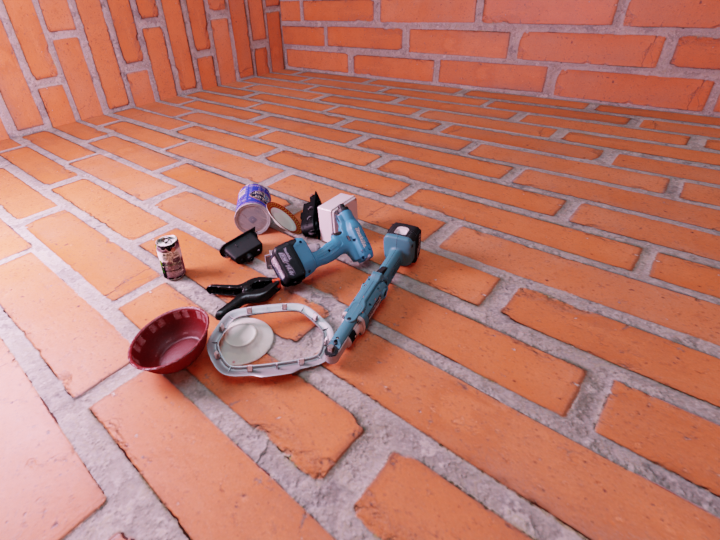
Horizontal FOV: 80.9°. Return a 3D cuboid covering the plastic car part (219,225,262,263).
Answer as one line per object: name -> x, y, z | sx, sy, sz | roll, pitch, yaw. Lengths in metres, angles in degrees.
plastic car part -> -0.303, -0.053, 1.110 | 0.074, 0.064, 0.114 | 35, 51, 22

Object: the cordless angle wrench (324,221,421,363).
cordless angle wrench -> 0.030, 0.042, 0.922 | 0.077, 0.094, 0.421 | 14, 43, 22

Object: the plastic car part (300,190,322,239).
plastic car part -> -0.144, -0.158, 1.235 | 0.067, 0.064, 0.210 | -13, 35, 2

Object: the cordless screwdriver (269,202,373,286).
cordless screwdriver -> -0.101, -0.066, 1.031 | 0.242, 0.075, 0.162 | -21, 78, -24

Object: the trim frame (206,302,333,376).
trim frame -> -0.174, 0.132, 0.830 | 0.243, 0.027, 0.193 | -4, 41, -14
